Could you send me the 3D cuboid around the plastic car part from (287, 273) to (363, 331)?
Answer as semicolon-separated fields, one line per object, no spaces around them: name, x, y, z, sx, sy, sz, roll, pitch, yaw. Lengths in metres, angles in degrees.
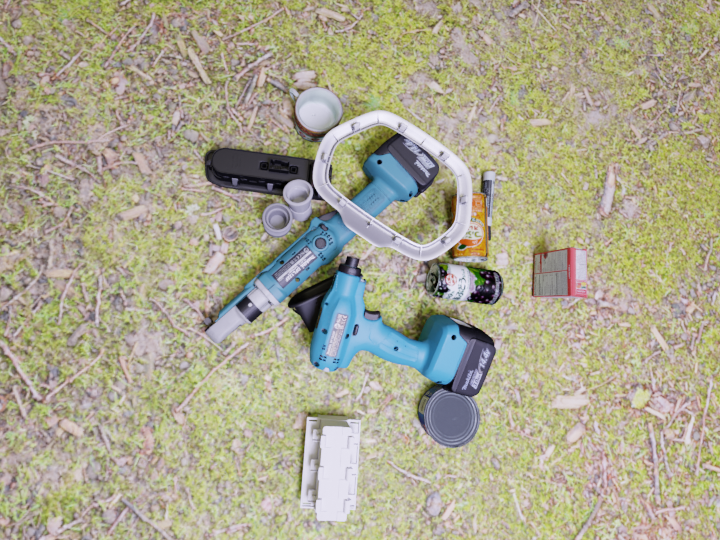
plastic car part;-0.044;0.052;0.637;0.116;0.068;0.070;-28;102;-7

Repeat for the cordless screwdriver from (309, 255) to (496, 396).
cordless screwdriver;0.062;0.080;0.599;0.244;0.076;0.158;14;96;-10

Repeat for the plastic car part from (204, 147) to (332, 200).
plastic car part;-0.144;-0.153;0.655;0.202;0.067;0.066;6;89;-3

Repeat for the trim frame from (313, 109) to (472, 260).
trim frame;0.050;-0.124;0.612;0.248;0.027;0.184;35;85;-2

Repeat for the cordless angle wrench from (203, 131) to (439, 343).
cordless angle wrench;-0.063;-0.041;0.642;0.421;0.074;0.098;-43;90;-8
